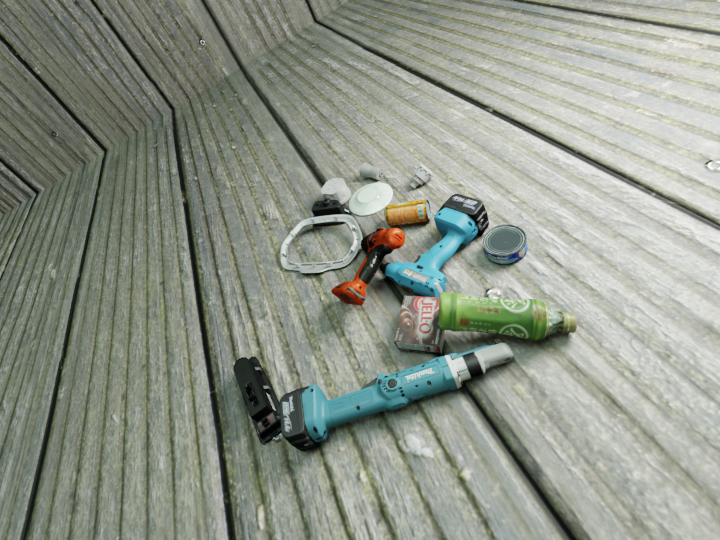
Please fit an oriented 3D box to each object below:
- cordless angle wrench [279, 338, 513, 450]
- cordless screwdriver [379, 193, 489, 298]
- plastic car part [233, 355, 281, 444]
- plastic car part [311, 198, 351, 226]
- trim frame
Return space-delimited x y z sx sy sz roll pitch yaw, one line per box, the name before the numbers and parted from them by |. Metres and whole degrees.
cordless angle wrench | 0.062 0.213 0.757 0.427 0.070 0.102 -21 44 9
cordless screwdriver | 0.164 -0.059 0.943 0.168 0.070 0.248 23 69 42
plastic car part | -0.225 0.256 0.889 0.066 0.063 0.214 -41 41 -1
plastic car part | -0.090 -0.171 1.190 0.121 0.067 0.067 -3 50 31
trim frame | -0.110 -0.072 1.128 0.258 0.026 0.187 -1 61 27
